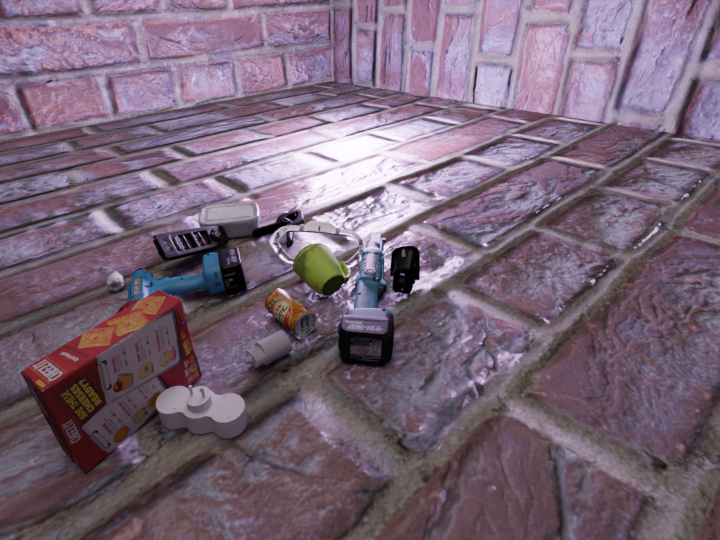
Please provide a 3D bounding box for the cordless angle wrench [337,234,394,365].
[{"bbox_3d":[0.022,0.025,0.902,0.099,0.072,0.430,2,31,4],"label":"cordless angle wrench"}]

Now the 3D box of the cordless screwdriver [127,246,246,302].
[{"bbox_3d":[-0.386,0.014,0.941,0.244,0.072,0.168,-17,35,-16],"label":"cordless screwdriver"}]

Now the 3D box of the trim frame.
[{"bbox_3d":[-0.104,-0.068,1.063,0.248,0.027,0.189,3,36,-2],"label":"trim frame"}]

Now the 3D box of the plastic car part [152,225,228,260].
[{"bbox_3d":[-0.414,-0.063,1.043,0.068,0.067,0.196,51,39,11],"label":"plastic car part"}]

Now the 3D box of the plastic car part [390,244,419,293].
[{"bbox_3d":[0.091,0.007,0.896,0.067,0.112,0.072,7,56,11],"label":"plastic car part"}]
